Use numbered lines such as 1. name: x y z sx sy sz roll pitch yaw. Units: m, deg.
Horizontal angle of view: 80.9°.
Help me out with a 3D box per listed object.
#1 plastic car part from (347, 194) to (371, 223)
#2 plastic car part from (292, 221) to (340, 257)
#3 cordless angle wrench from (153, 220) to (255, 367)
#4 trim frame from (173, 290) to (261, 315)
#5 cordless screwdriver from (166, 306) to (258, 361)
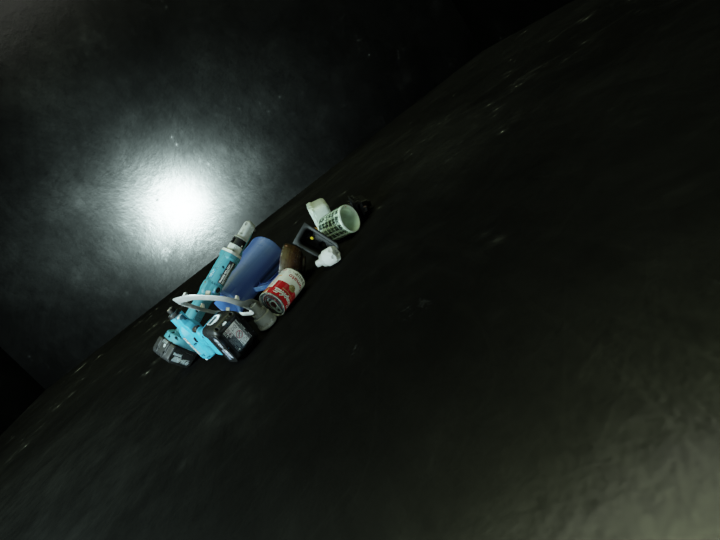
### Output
1. plastic car part: -0.005 -0.198 1.280 0.067 0.065 0.208 -28 17 -3
2. plastic car part: -0.109 -0.072 1.119 0.066 0.118 0.070 -60 -4 6
3. cordless angle wrench: -0.401 0.048 1.142 0.078 0.093 0.424 18 74 33
4. trim frame: -0.331 0.081 1.013 0.189 0.028 0.238 -1 -17 16
5. cordless screwdriver: -0.351 0.135 0.968 0.258 0.154 0.074 -15 29 49
